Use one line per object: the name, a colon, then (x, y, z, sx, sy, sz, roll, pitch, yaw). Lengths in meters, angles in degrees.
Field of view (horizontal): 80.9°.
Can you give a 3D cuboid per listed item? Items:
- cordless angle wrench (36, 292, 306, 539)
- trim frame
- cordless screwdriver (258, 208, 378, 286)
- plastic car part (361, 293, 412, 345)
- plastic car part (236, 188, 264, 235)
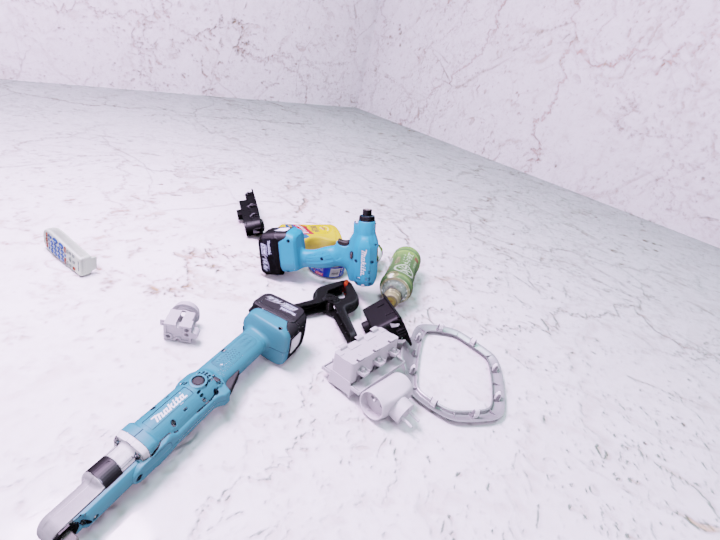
cordless angle wrench: (-0.215, 0.166, 0.565, 0.101, 0.073, 0.416, 21, 32, 16)
trim frame: (0.161, 0.170, 0.748, 0.188, 0.027, 0.248, 16, 30, 9)
cordless screwdriver: (-0.087, -0.057, 0.888, 0.255, 0.156, 0.074, 5, 17, 13)
plastic car part: (0.039, 0.098, 0.793, 0.070, 0.064, 0.121, -25, 24, -6)
plastic car part: (-0.288, -0.146, 1.108, 0.065, 0.064, 0.214, -9, 34, -20)
